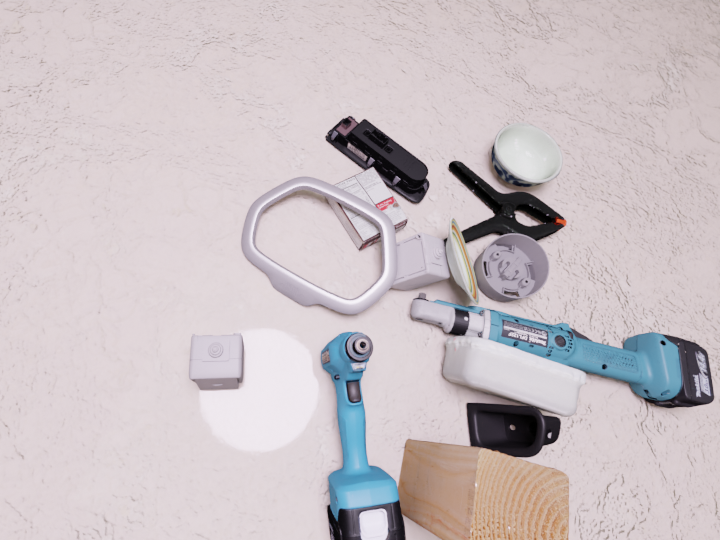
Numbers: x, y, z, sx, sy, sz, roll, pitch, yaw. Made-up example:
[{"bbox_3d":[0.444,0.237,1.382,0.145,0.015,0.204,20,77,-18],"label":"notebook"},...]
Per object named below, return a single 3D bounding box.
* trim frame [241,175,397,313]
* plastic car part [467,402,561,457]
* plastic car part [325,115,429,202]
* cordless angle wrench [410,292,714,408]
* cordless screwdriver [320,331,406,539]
[{"bbox_3d":[-0.062,-0.041,0.635,0.253,0.027,0.184,27,78,10],"label":"trim frame"},{"bbox_3d":[0.209,0.208,0.555,0.067,0.120,0.067,11,69,-33],"label":"plastic car part"},{"bbox_3d":[0.040,-0.200,0.721,0.205,0.067,0.066,41,60,6],"label":"plastic car part"},{"bbox_3d":[0.280,0.108,0.624,0.423,0.073,0.099,14,67,0],"label":"cordless angle wrench"},{"bbox_3d":[-0.002,0.198,0.496,0.073,0.158,0.254,-3,71,-14],"label":"cordless screwdriver"}]
